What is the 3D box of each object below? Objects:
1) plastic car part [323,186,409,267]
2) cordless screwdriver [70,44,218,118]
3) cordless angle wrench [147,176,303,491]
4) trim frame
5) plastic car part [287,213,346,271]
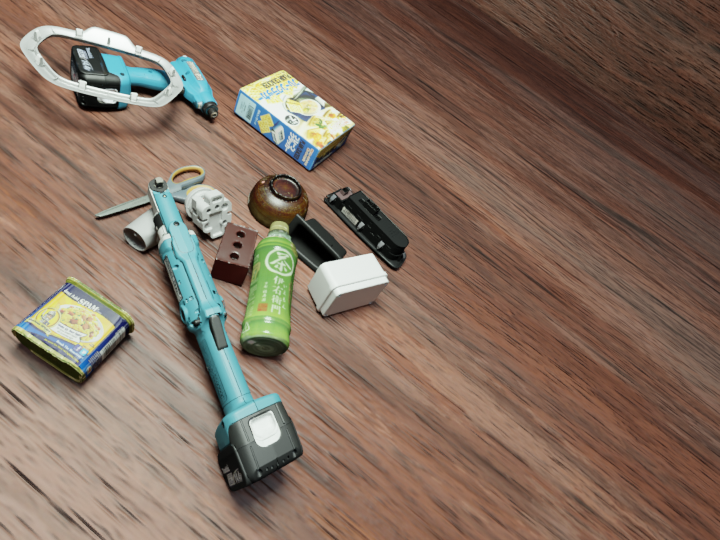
[{"bbox_3d":[0.023,-0.096,0.828,0.207,0.067,0.064,50,41,11],"label":"plastic car part"},{"bbox_3d":[-0.402,-0.347,0.805,0.240,0.074,0.165,-19,66,-41],"label":"cordless screwdriver"},{"bbox_3d":[-0.205,0.052,0.553,0.071,0.098,0.437,-14,65,-36],"label":"cordless angle wrench"},{"bbox_3d":[-0.429,-0.352,0.721,0.238,0.027,0.192,2,52,-30],"label":"trim frame"},{"bbox_3d":[-0.073,-0.048,0.746,0.117,0.066,0.070,41,33,2],"label":"plastic car part"}]
